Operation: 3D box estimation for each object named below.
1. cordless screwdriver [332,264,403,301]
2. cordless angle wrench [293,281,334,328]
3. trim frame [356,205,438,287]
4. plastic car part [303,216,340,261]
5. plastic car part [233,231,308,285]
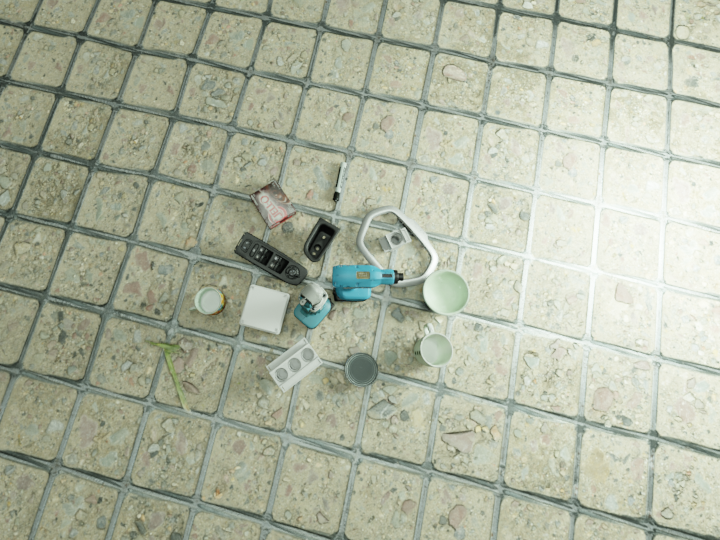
[{"bbox_3d":[0.007,0.030,1.038,0.159,0.247,0.075,1,80,-4],"label":"cordless screwdriver"},{"bbox_3d":[-0.106,0.071,0.941,0.075,0.419,0.098,41,79,2],"label":"cordless angle wrench"},{"bbox_3d":[0.101,-0.067,1.172,0.183,0.027,0.253,-40,80,-8],"label":"trim frame"},{"bbox_3d":[-0.113,-0.074,1.152,0.067,0.070,0.116,30,79,3],"label":"plastic car part"},{"bbox_3d":[-0.238,-0.024,1.143,0.205,0.066,0.066,30,79,6],"label":"plastic car part"}]
